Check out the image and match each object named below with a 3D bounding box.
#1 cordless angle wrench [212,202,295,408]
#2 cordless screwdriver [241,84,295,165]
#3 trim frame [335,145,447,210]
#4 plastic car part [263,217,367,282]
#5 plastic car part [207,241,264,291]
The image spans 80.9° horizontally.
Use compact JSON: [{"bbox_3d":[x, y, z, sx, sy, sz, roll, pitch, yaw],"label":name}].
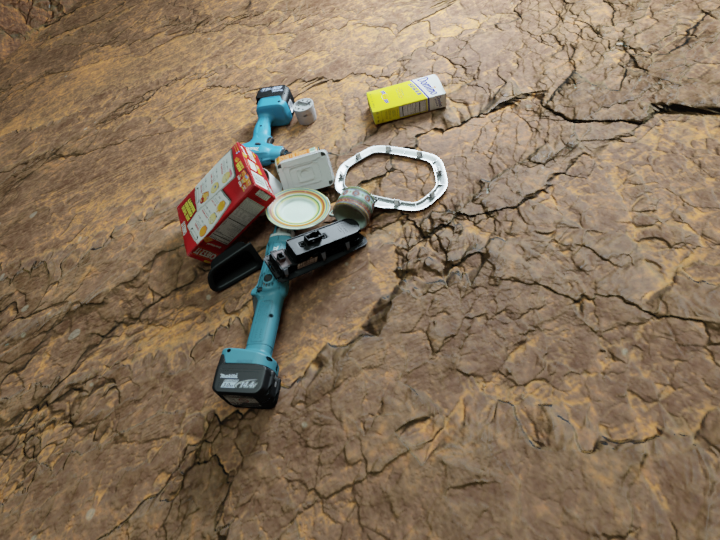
[{"bbox_3d":[-0.165,0.030,0.785,0.100,0.071,0.433,-4,52,13],"label":"cordless angle wrench"},{"bbox_3d":[-0.222,-0.367,1.086,0.164,0.071,0.252,3,60,18],"label":"cordless screwdriver"},{"bbox_3d":[0.062,-0.202,0.906,0.260,0.026,0.184,19,64,26],"label":"trim frame"},{"bbox_3d":[-0.077,-0.050,0.786,0.197,0.065,0.070,-21,50,-29],"label":"plastic car part"},{"bbox_3d":[-0.263,-0.017,0.859,0.116,0.063,0.074,-31,38,-3],"label":"plastic car part"}]
